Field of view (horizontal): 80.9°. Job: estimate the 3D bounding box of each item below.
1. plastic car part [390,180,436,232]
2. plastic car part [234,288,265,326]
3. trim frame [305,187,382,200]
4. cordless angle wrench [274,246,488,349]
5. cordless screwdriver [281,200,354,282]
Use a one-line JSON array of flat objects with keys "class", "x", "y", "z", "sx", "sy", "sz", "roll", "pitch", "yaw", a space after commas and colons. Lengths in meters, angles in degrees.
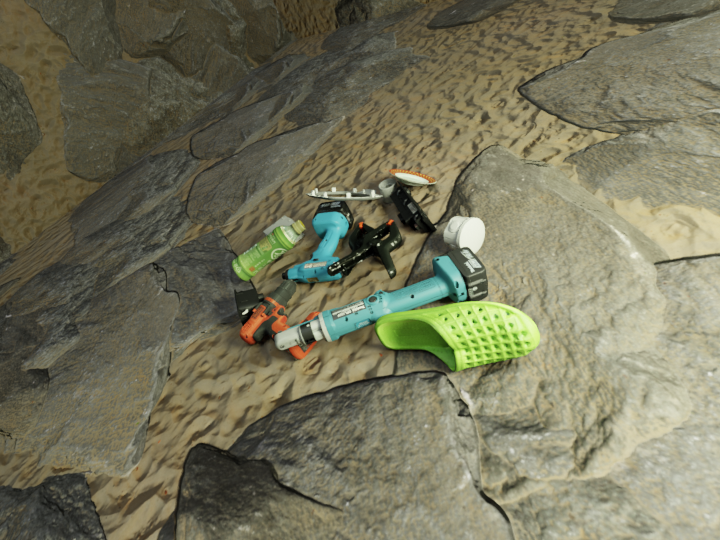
[{"class": "plastic car part", "x": 0.123, "y": -0.157, "z": 1.070, "sx": 0.067, "sy": 0.063, "sz": 0.211, "roll": -44, "pitch": 35, "yaw": 22}, {"class": "plastic car part", "x": -0.274, "y": 0.080, "z": 1.054, "sx": 0.070, "sy": 0.063, "sz": 0.122, "roll": -16, "pitch": 34, "yaw": -9}, {"class": "trim frame", "x": -0.048, "y": -0.216, "z": 1.187, "sx": 0.177, "sy": 0.027, "sz": 0.261, "roll": -7, "pitch": 14, "yaw": -28}, {"class": "cordless angle wrench", "x": 0.031, "y": 0.072, "z": 0.825, "sx": 0.424, "sy": 0.071, "sz": 0.102, "roll": -20, "pitch": 38, "yaw": 2}, {"class": "cordless screwdriver", "x": -0.108, "y": -0.071, "z": 1.103, "sx": 0.164, "sy": 0.070, "sz": 0.253, "roll": -9, "pitch": 46, "yaw": 24}]
